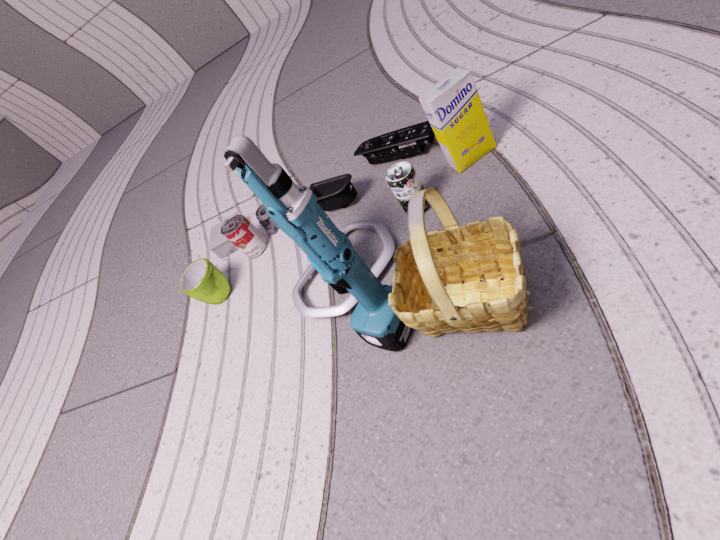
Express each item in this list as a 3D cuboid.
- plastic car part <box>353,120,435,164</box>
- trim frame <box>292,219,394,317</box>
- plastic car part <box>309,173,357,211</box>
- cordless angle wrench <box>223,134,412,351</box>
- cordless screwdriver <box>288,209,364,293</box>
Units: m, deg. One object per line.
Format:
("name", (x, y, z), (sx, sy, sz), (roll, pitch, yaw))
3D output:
("plastic car part", (0.081, -0.283, 0.956), (0.212, 0.063, 0.067), (0, 55, 35))
("trim frame", (-0.036, -0.006, 0.841), (0.195, 0.026, 0.248), (24, 72, 45))
("plastic car part", (-0.058, -0.168, 0.959), (0.121, 0.067, 0.067), (-8, 51, 31))
("cordless angle wrench", (-0.038, -0.022, 0.579), (0.078, 0.400, 0.098), (8, 59, 40))
("cordless screwdriver", (-0.073, -0.048, 0.746), (0.074, 0.235, 0.168), (-43, 42, -3))
